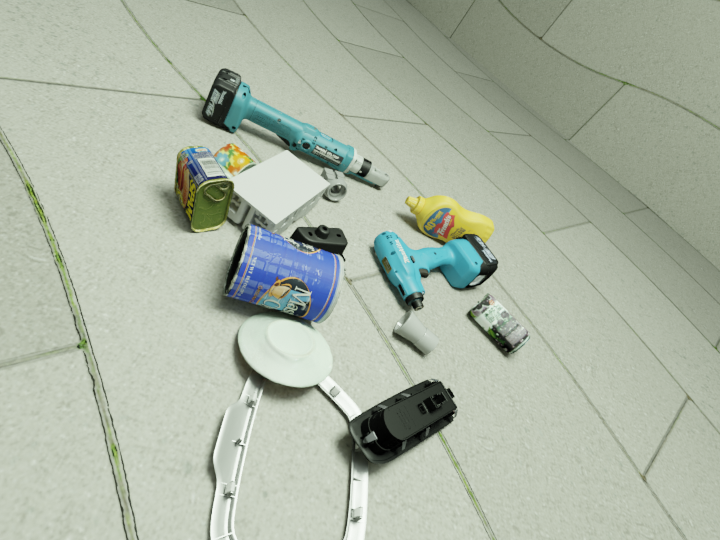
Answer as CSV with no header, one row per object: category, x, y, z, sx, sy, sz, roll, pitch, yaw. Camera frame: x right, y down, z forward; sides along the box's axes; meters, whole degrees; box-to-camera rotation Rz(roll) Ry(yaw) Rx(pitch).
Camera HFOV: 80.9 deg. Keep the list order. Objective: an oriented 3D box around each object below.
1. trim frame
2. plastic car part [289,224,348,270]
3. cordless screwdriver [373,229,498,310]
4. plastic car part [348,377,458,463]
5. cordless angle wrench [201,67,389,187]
trim frame,-0.071,0.208,0.467,0.180,0.027,0.254,21,42,-14
plastic car part,-0.068,-0.045,0.696,0.111,0.071,0.069,4,47,-37
cordless screwdriver,0.154,0.000,0.804,0.238,0.074,0.166,-1,51,-30
plastic car part,0.070,0.187,0.544,0.194,0.068,0.068,-7,64,-45
cordless angle wrench,-0.115,-0.277,0.893,0.408,0.098,0.076,22,44,-20
